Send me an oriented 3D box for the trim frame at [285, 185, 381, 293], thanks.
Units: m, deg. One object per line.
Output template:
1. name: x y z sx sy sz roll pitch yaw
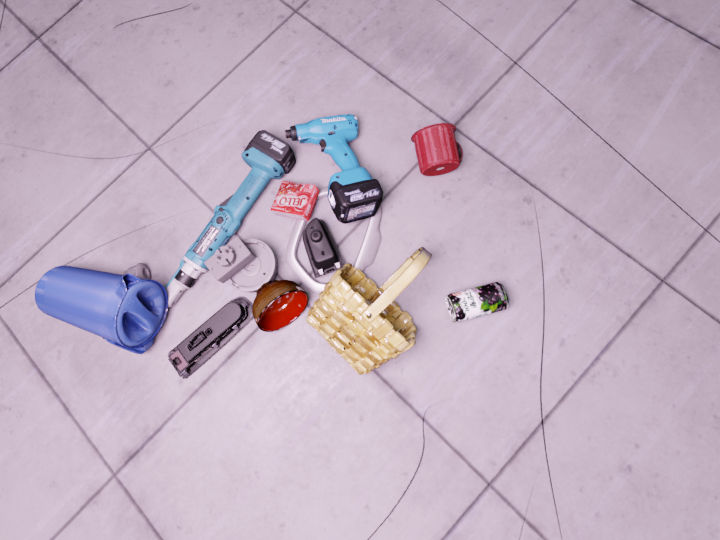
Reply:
1. trim frame: -0.053 -0.071 0.886 0.188 0.027 0.250 16 76 12

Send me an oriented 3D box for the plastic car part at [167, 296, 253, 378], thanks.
1. plastic car part: -0.303 0.126 0.849 0.202 0.065 0.069 -40 70 -7

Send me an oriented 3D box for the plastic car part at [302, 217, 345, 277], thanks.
1. plastic car part: -0.082 -0.054 0.839 0.066 0.070 0.119 -21 78 -2

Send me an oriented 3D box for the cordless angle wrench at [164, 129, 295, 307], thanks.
1. cordless angle wrench: -0.291 -0.103 0.903 0.100 0.072 0.423 32 84 12

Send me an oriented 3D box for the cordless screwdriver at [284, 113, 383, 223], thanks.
1. cordless screwdriver: -0.057 -0.218 0.874 0.157 0.073 0.257 -12 64 -12
